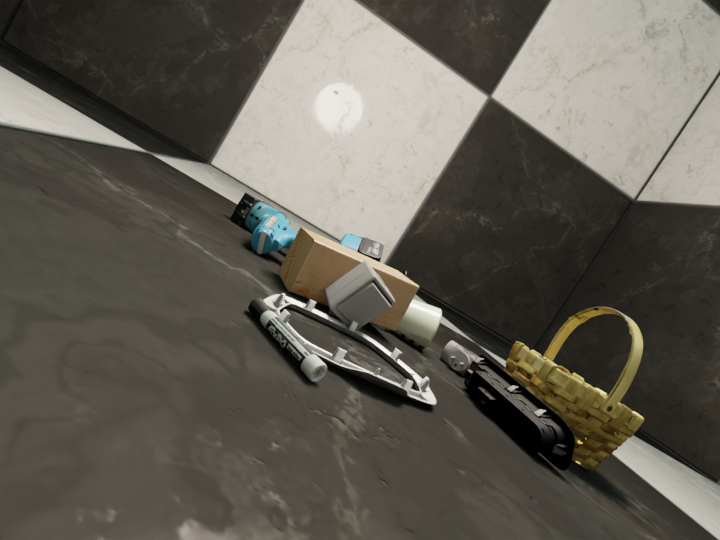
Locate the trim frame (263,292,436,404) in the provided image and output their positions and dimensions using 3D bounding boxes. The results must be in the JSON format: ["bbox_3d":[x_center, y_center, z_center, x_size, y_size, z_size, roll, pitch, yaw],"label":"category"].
[{"bbox_3d":[-0.011,0.090,0.515,0.238,0.027,0.192,31,5,-24],"label":"trim frame"}]

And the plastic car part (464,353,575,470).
[{"bbox_3d":[0.217,0.198,0.621,0.064,0.066,0.213,18,11,-30],"label":"plastic car part"}]

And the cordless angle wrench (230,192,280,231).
[{"bbox_3d":[-0.110,-0.041,0.938,0.442,0.074,0.094,33,5,24],"label":"cordless angle wrench"}]

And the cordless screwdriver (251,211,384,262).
[{"bbox_3d":[-0.082,-0.054,0.843,0.249,0.073,0.161,17,24,0],"label":"cordless screwdriver"}]

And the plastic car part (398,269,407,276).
[{"bbox_3d":[0.055,0.051,0.911,0.071,0.116,0.066,8,2,-2],"label":"plastic car part"}]
